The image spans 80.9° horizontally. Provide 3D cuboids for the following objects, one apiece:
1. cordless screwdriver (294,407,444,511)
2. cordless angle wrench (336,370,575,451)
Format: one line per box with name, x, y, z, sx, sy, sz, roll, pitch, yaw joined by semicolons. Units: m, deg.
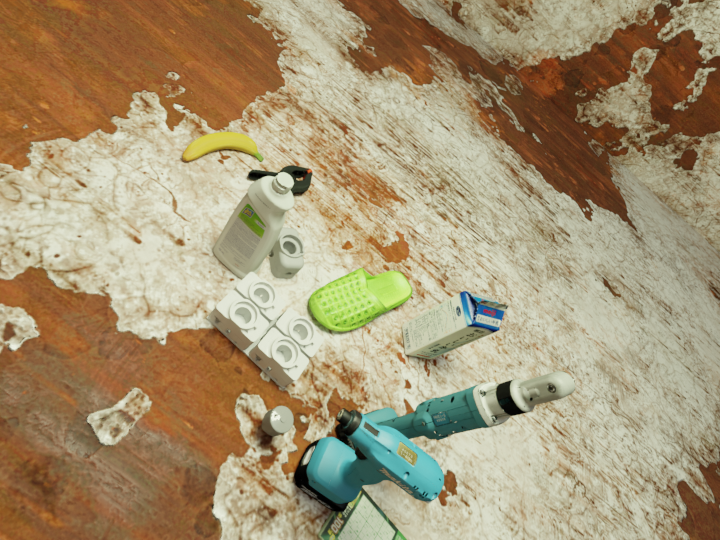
cordless screwdriver;-0.019;0.274;0.614;0.157;0.252;0.074;41;47;-8
cordless angle wrench;0.112;0.216;0.619;0.094;0.429;0.076;-5;67;-38
